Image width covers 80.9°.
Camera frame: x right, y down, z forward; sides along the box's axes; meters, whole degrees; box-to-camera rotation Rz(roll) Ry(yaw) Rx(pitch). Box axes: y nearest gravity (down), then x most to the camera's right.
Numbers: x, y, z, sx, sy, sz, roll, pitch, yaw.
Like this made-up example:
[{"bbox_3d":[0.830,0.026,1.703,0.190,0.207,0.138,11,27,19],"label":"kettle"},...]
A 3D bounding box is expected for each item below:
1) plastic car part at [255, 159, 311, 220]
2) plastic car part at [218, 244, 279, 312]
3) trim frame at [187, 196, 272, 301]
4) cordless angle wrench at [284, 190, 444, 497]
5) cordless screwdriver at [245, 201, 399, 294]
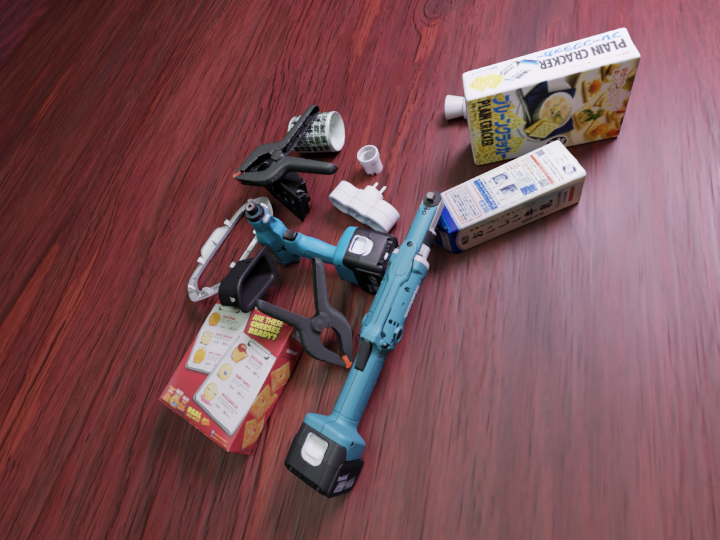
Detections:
[{"bbox_3d":[-0.163,-0.184,0.864,0.066,0.063,0.214,-42,54,-15],"label":"plastic car part"},{"bbox_3d":[-0.196,0.018,0.702,0.074,0.063,0.116,-4,33,27],"label":"plastic car part"},{"bbox_3d":[-0.257,-0.048,0.824,0.194,0.026,0.249,12,68,50],"label":"trim frame"},{"bbox_3d":[0.028,0.081,0.584,0.078,0.093,0.424,18,78,29],"label":"cordless angle wrench"},{"bbox_3d":[-0.067,-0.044,0.689,0.260,0.151,0.075,14,66,27],"label":"cordless screwdriver"}]
